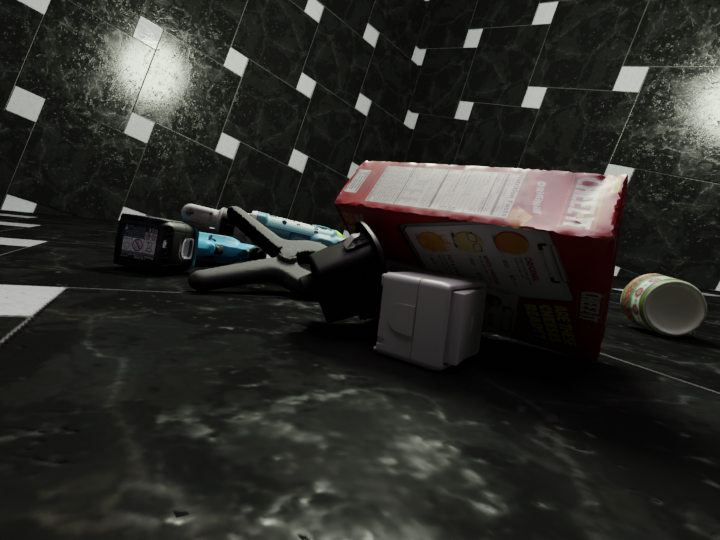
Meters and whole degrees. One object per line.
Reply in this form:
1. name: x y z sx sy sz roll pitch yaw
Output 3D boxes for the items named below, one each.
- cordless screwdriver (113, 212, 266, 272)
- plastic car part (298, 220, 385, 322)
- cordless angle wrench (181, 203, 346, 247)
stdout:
1. cordless screwdriver: -0.260 -0.036 0.682 0.162 0.074 0.244 9 2 8
2. plastic car part: -0.019 0.008 0.379 0.070 0.069 0.112 -21 -30 -7
3. cordless angle wrench: -0.065 -0.042 0.660 0.415 0.074 0.100 13 2 -10
